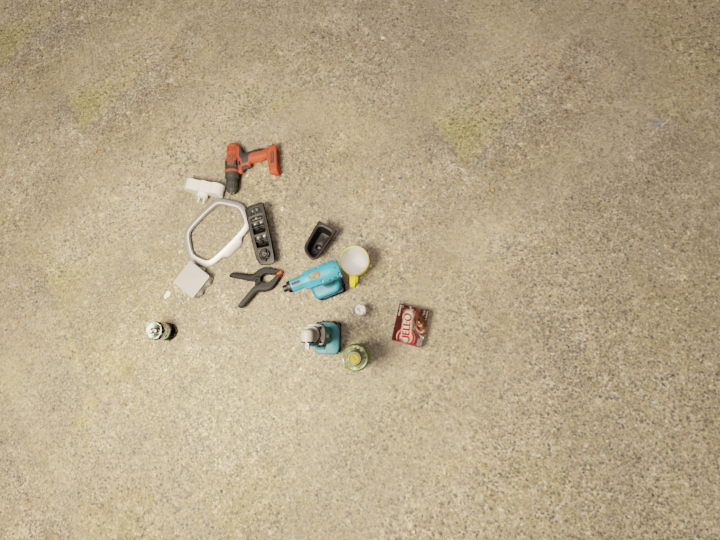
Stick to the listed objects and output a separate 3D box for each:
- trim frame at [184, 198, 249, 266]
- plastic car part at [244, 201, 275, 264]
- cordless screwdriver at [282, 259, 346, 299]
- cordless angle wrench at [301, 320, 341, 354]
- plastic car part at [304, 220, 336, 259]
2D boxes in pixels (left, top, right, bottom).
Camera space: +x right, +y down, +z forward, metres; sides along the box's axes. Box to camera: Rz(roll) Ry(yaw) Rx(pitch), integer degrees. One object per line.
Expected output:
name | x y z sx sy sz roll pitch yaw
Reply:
trim frame | -0.476 -0.128 1.400 0.189 0.027 0.248 43 86 14
plastic car part | -0.315 -0.110 1.354 0.067 0.065 0.207 -15 76 2
cordless screwdriver | -0.124 0.037 1.203 0.159 0.243 0.076 -20 80 0
cordless angle wrench | -0.103 0.169 1.082 0.075 0.414 0.099 0 80 3
plastic car part | -0.129 -0.084 1.321 0.067 0.069 0.116 30 83 10
